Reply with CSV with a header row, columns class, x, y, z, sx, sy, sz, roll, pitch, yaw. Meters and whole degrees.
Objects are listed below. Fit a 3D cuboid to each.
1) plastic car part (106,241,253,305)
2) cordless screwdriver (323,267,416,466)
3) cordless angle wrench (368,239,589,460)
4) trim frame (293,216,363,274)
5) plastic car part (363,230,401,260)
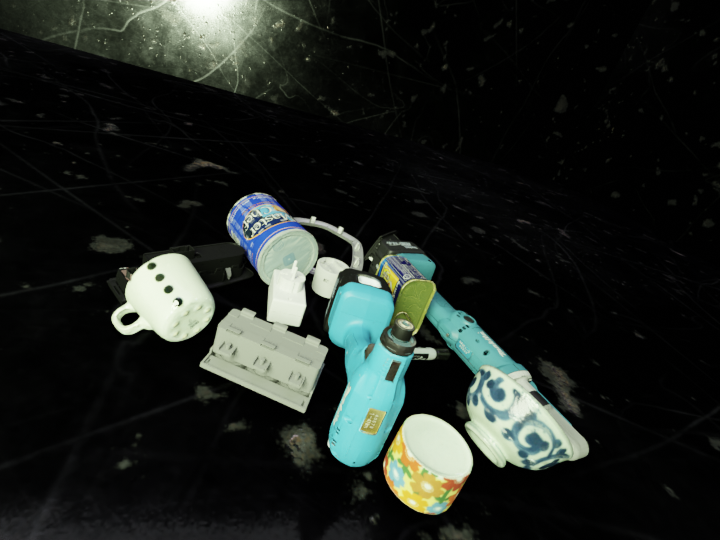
class,x,y,z,sx,sy,sz,roll,pitch,yaw
plastic car part,-0.241,-0.005,0.598,0.070,0.066,0.194,28,24,34
cordless screwdriver,0.008,0.071,0.490,0.073,0.157,0.255,16,23,-10
cordless angle wrench,0.154,0.094,0.645,0.094,0.073,0.447,1,32,-32
trim frame,-0.081,-0.053,0.833,0.183,0.027,0.253,15,27,-4
plastic car part,0.068,-0.037,0.868,0.073,0.066,0.113,44,28,15
